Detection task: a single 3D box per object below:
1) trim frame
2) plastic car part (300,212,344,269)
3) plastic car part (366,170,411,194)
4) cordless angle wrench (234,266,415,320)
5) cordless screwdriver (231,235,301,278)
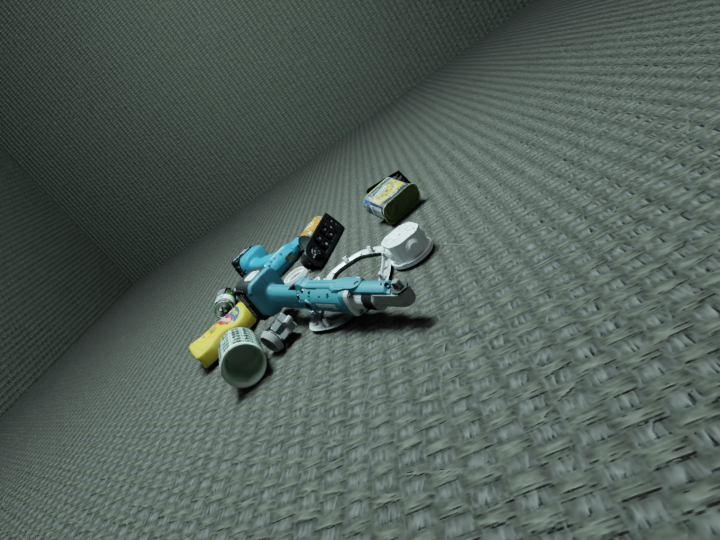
[{"bbox_3d":[-0.022,0.024,0.801,0.188,0.026,0.252,-28,25,24],"label":"trim frame"},{"bbox_3d":[-0.104,-0.068,1.064,0.068,0.064,0.205,-37,19,29],"label":"plastic car part"},{"bbox_3d":[0.065,-0.186,1.056,0.120,0.063,0.072,-24,37,38],"label":"plastic car part"},{"bbox_3d":[-0.077,0.041,0.726,0.442,0.094,0.074,-3,38,49],"label":"cordless angle wrench"},{"bbox_3d":[-0.268,-0.042,1.251,0.260,0.072,0.158,-2,39,50],"label":"cordless screwdriver"}]
